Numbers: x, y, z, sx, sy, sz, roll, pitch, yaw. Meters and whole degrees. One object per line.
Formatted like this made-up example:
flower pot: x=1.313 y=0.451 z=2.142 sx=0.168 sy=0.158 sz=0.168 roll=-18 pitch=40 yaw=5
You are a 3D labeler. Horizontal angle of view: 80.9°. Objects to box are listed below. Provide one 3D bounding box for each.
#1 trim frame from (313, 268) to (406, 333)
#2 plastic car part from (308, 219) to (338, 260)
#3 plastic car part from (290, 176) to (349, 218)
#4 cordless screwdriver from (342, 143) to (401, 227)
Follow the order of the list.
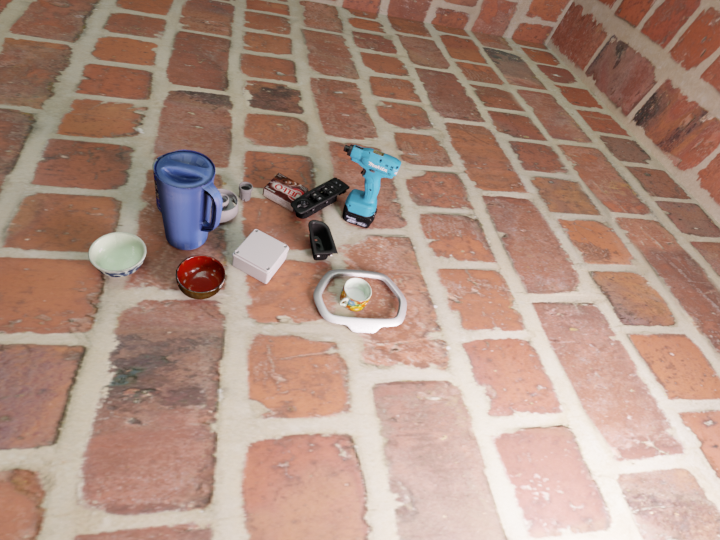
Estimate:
trim frame: x=0.000 y=0.075 z=1.091 sx=0.243 sy=0.027 sz=0.191 roll=4 pitch=50 yaw=-12
plastic car part: x=-0.113 y=-0.074 z=1.157 sx=0.064 sy=0.070 sz=0.121 roll=-3 pitch=52 yaw=-20
plastic car part: x=-0.128 y=-0.213 z=1.272 sx=0.069 sy=0.066 sz=0.198 roll=43 pitch=53 yaw=18
cordless screwdriver: x=0.002 y=-0.245 z=1.215 sx=0.160 sy=0.246 sz=0.075 roll=24 pitch=48 yaw=1
